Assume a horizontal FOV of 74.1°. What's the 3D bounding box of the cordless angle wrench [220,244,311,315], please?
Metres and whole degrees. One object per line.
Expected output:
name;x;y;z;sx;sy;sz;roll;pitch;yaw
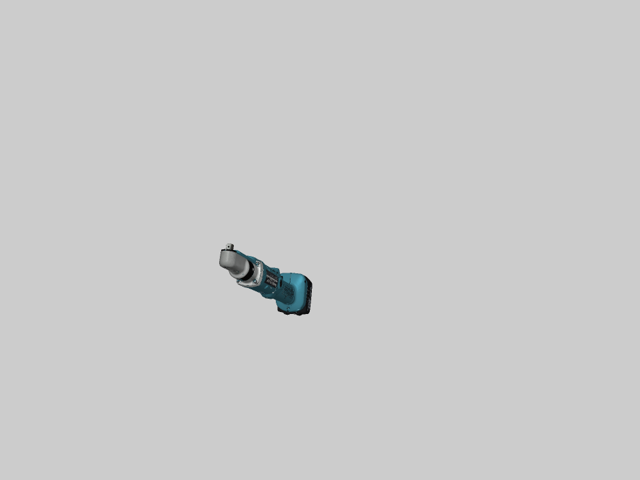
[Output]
cordless angle wrench;-0.106;0.088;0.881;0.074;0.098;0.423;1;-15;14
